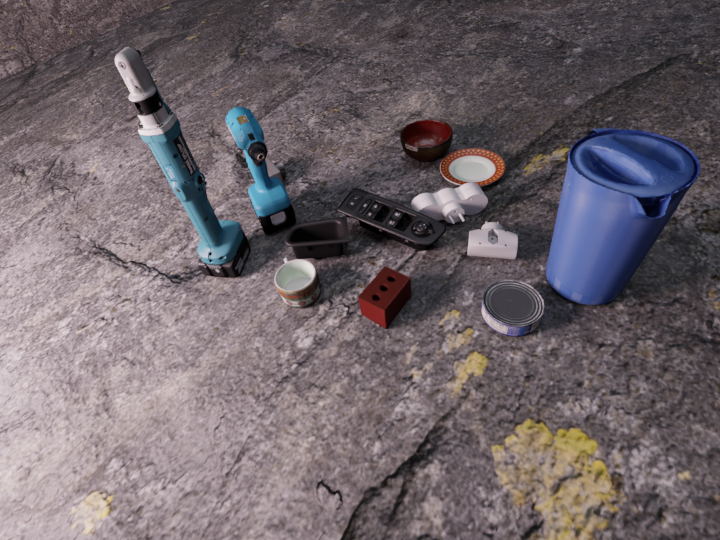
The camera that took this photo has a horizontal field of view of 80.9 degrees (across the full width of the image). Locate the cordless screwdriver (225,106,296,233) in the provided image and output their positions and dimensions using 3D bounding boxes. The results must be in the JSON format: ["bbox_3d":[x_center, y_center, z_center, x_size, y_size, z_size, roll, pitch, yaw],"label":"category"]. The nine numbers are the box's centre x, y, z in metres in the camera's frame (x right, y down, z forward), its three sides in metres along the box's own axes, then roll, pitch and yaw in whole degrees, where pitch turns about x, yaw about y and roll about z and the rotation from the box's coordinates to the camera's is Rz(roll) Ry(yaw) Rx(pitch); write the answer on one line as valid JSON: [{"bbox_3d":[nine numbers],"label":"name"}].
[{"bbox_3d":[-0.184,-0.173,0.808,0.073,0.238,0.168,-23,49,-11],"label":"cordless screwdriver"}]

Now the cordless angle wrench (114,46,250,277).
[{"bbox_3d":[-0.286,-0.149,0.698,0.076,0.405,0.100,3,49,12],"label":"cordless angle wrench"}]

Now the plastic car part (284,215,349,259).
[{"bbox_3d":[-0.077,-0.051,0.790,0.117,0.068,0.068,-8,48,5],"label":"plastic car part"}]

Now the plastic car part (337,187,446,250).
[{"bbox_3d":[0.057,-0.087,0.794,0.213,0.064,0.066,23,57,29],"label":"plastic car part"}]
